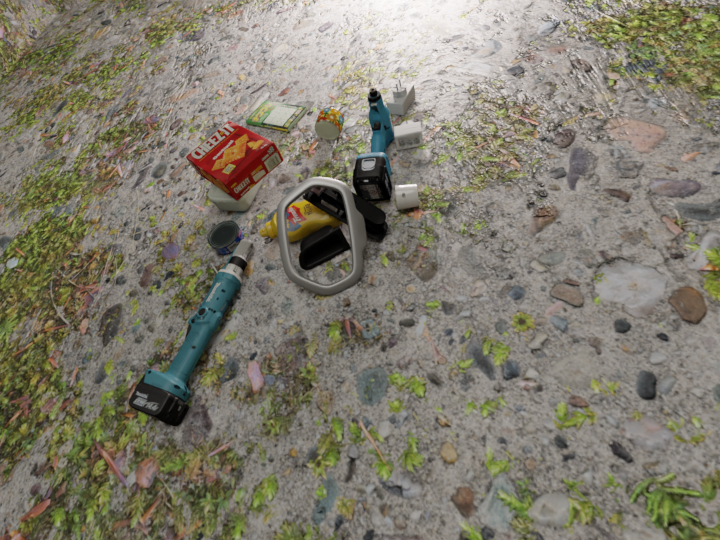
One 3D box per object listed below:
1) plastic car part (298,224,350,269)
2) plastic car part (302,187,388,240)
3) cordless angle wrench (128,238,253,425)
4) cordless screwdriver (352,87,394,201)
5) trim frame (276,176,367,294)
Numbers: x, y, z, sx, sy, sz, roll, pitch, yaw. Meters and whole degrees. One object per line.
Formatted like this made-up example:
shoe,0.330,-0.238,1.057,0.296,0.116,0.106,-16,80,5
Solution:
plastic car part,-0.092,-0.060,0.938,0.117,0.063,0.074,-27,37,4
plastic car part,-0.023,-0.143,0.923,0.204,0.067,0.066,34,54,4
cordless angle wrench,-0.328,0.102,0.903,0.102,0.071,0.427,7,57,22
cordless screwdriver,0.034,-0.293,0.989,0.076,0.151,0.253,-1,58,17
trim frame,-0.081,-0.072,0.882,0.186,0.027,0.250,-9,85,6
